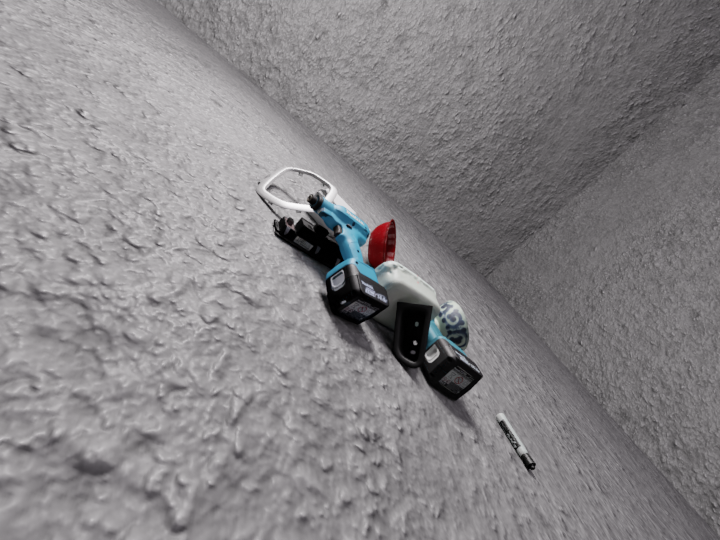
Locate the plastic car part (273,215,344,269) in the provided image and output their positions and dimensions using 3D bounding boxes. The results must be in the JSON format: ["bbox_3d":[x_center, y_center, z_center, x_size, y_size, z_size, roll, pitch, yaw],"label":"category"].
[{"bbox_3d":[-0.086,-0.057,0.884,0.193,0.067,0.069,38,9,-28],"label":"plastic car part"}]

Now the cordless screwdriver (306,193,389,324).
[{"bbox_3d":[-0.034,-0.034,0.794,0.151,0.075,0.258,33,32,-36],"label":"cordless screwdriver"}]

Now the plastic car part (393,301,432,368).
[{"bbox_3d":[0.100,0.125,0.799,0.068,0.118,0.068,4,-15,20],"label":"plastic car part"}]

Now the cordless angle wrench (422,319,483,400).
[{"bbox_3d":[0.140,0.110,0.973,0.094,0.074,0.438,37,14,-24],"label":"cordless angle wrench"}]

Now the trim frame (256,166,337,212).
[{"bbox_3d":[-0.153,-0.198,1.024,0.186,0.027,0.250,20,33,3],"label":"trim frame"}]
